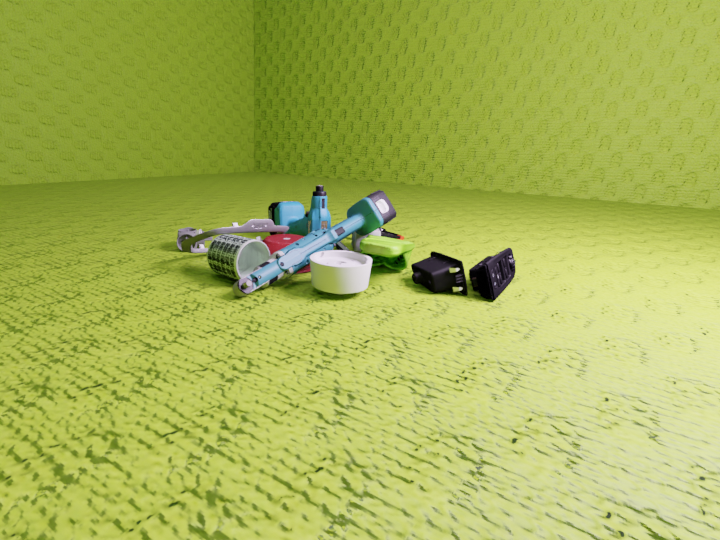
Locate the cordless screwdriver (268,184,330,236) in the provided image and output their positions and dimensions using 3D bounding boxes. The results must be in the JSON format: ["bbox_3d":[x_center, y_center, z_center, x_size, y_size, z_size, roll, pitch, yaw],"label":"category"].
[{"bbox_3d":[-0.151,-0.139,1.055,0.071,0.157,0.262,-6,16,-32],"label":"cordless screwdriver"}]

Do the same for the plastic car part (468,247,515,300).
[{"bbox_3d":[0.250,0.004,0.801,0.069,0.066,0.196,-19,2,39],"label":"plastic car part"}]

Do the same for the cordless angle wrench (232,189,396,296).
[{"bbox_3d":[-0.081,-0.053,0.830,0.100,0.074,0.413,-29,5,47],"label":"cordless angle wrench"}]

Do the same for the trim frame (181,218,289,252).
[{"bbox_3d":[-0.267,-0.072,0.908,0.190,0.028,0.237,-18,-7,39],"label":"trim frame"}]

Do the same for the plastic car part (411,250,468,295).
[{"bbox_3d":[0.134,0.008,0.777,0.070,0.064,0.121,-17,18,-15],"label":"plastic car part"}]
